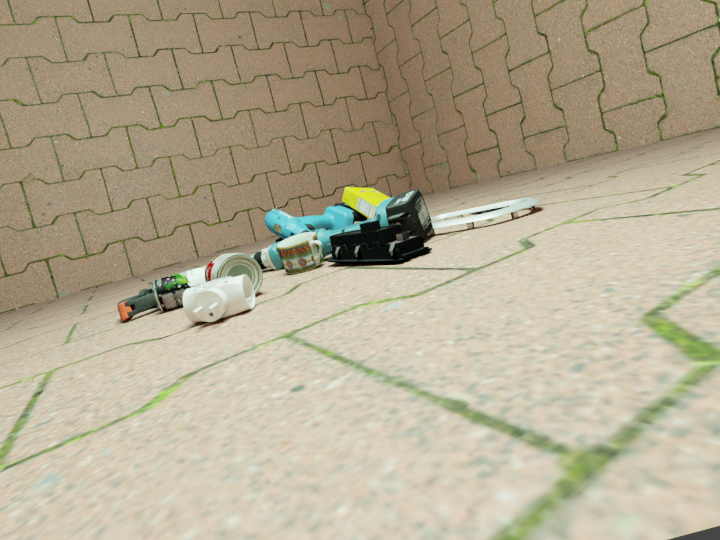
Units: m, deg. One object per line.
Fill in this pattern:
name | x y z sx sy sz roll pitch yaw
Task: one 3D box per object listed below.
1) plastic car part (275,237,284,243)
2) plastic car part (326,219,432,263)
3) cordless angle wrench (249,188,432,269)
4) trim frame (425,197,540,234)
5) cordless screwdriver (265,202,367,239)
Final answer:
plastic car part | -0.179 -0.061 1.026 0.066 0.070 0.118 -13 11 -2
plastic car part | 0.008 -0.040 0.651 0.064 0.066 0.211 -27 12 -32
cordless angle wrench | -0.080 -0.052 0.818 0.438 0.073 0.097 -13 18 30
trim frame | 0.202 -0.099 0.789 0.259 0.027 0.178 -9 12 42
cordless screwdriver | -0.084 -0.104 0.997 0.238 0.073 0.169 -10 27 -39
